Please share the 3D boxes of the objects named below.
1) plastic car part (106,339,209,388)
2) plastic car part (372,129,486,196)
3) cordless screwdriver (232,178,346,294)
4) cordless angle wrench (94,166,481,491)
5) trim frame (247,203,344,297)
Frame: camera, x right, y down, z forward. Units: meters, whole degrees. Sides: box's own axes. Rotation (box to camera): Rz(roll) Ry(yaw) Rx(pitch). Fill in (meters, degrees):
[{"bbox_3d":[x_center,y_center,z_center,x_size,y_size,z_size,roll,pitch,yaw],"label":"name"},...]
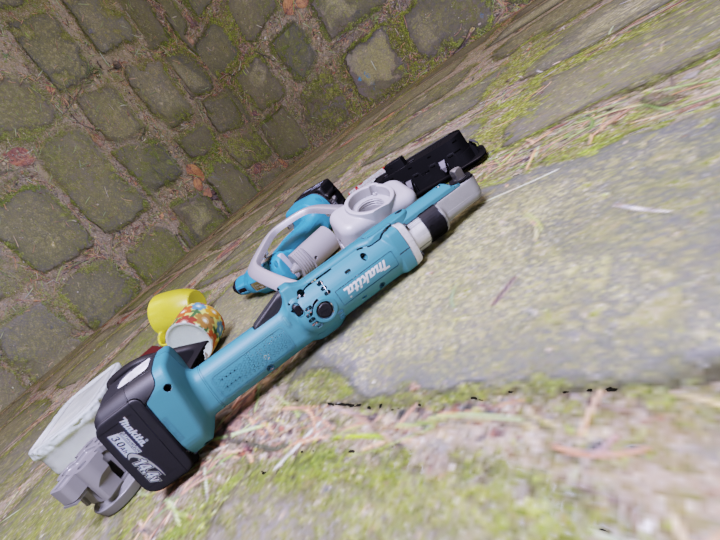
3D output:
[{"bbox_3d":[-0.234,0.139,0.509,0.118,0.069,0.067,-16,21,12],"label":"plastic car part"},{"bbox_3d":[0.081,-0.142,0.618,0.209,0.066,0.066,-21,16,33],"label":"plastic car part"},{"bbox_3d":[-0.126,-0.054,0.758,0.164,0.072,0.249,-20,29,42],"label":"cordless screwdriver"},{"bbox_3d":[-0.044,0.032,0.415,0.420,0.095,0.077,-36,16,-9],"label":"cordless angle wrench"},{"bbox_3d":[-0.057,-0.037,0.579,0.262,0.026,0.183,13,54,48],"label":"trim frame"}]
